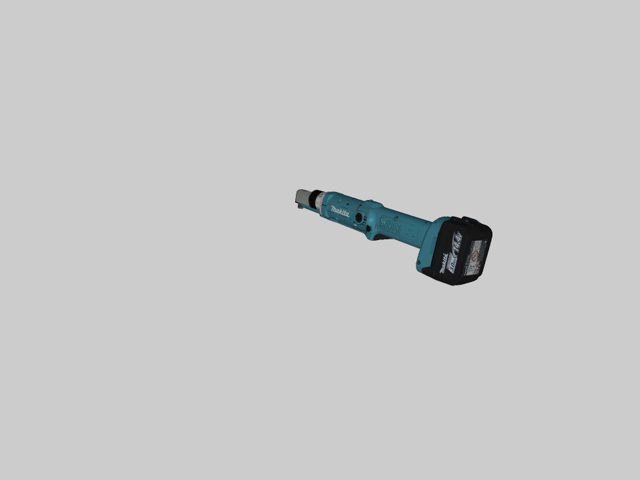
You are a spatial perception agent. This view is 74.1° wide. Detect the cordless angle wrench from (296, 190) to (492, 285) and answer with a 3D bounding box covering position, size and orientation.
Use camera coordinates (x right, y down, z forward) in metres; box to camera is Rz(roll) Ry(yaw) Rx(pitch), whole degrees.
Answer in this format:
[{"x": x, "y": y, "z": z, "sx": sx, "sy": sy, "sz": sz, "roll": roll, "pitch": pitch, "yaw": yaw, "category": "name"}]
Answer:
[{"x": 0.088, "y": -0.037, "z": 0.757, "sx": 0.074, "sy": 0.098, "sz": 0.423, "roll": -3, "pitch": 19, "yaw": -41, "category": "cordless angle wrench"}]
